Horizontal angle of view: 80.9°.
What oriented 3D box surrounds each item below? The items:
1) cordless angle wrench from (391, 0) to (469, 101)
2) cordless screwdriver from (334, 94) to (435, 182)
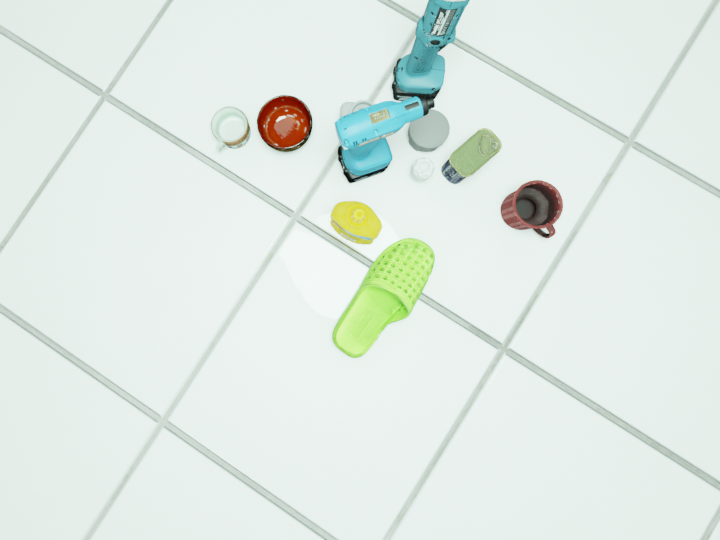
[{"bbox_3d":[0.125,-0.395,0.688,0.098,0.422,0.074,6,89,-3],"label":"cordless angle wrench"},{"bbox_3d":[0.034,-0.237,0.766,0.159,0.248,0.075,-20,90,-2],"label":"cordless screwdriver"}]
